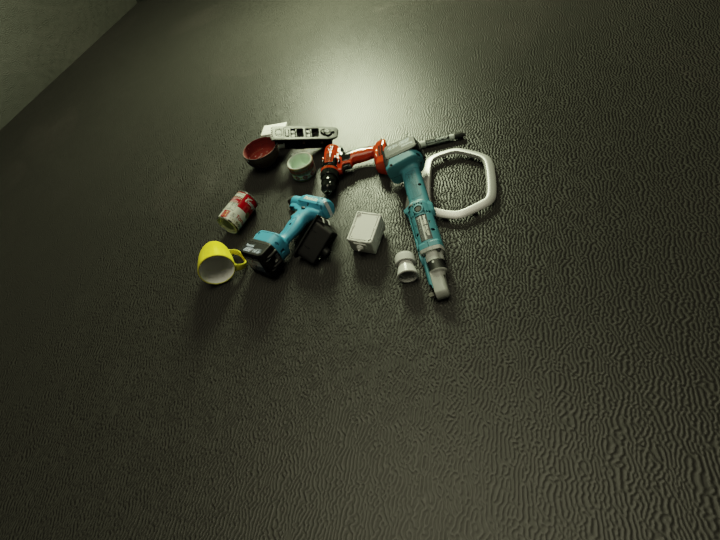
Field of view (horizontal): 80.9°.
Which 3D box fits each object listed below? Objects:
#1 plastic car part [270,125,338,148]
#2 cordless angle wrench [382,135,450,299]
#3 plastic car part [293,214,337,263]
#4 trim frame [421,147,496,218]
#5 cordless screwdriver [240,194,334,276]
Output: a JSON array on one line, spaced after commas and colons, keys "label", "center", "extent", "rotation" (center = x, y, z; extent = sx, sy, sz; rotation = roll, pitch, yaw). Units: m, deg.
[{"label": "plastic car part", "center": [-0.165, -0.394, 1.267], "extent": [0.202, 0.065, 0.069], "rotation": [-6, 46, -4]}, {"label": "cordless angle wrench", "center": [0.137, -0.127, 0.958], "extent": [0.100, 0.070, 0.438], "rotation": [-23, 55, 19]}, {"label": "plastic car part", "center": [-0.098, -0.064, 1.002], "extent": [0.074, 0.063, 0.116], "rotation": [32, 97, 20]}, {"label": "trim frame", "center": [0.232, -0.217, 1.035], "extent": [0.189, 0.026, 0.254], "rotation": [-3, 54, 16]}, {"label": "cordless screwdriver", "center": [-0.195, -0.104, 1.066], "extent": [0.168, 0.071, 0.247], "rotation": [19, 57, 42]}]
